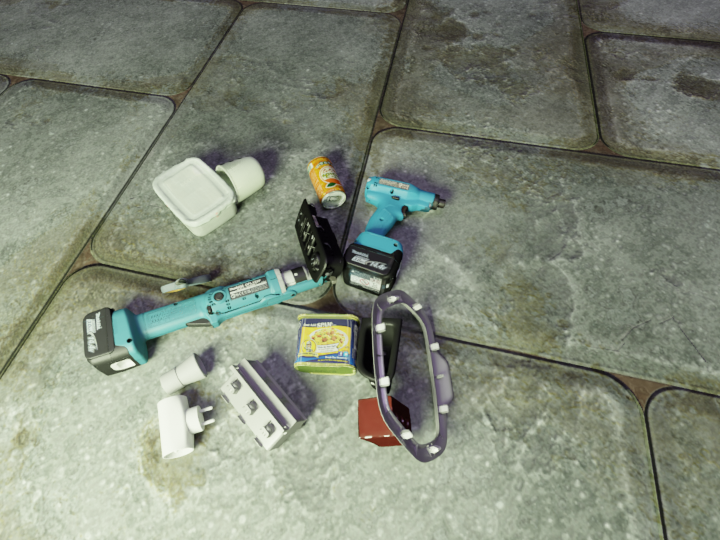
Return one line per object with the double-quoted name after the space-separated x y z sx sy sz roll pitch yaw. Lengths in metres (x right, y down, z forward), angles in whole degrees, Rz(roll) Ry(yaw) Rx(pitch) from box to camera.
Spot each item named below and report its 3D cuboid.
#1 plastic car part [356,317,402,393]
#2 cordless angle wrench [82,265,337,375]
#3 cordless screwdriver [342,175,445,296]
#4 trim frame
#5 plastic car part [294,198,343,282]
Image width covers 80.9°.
0.031 0.138 0.656 0.068 0.068 0.119 -3 44 14 "plastic car part"
-0.239 0.059 0.724 0.417 0.072 0.102 -18 59 -12 "cordless angle wrench"
0.064 -0.072 0.790 0.162 0.072 0.252 13 55 9 "cordless screwdriver"
0.078 0.141 0.617 0.028 0.174 0.256 -29 49 32 "trim frame"
-0.074 -0.049 0.761 0.064 0.066 0.212 18 29 -25 "plastic car part"
